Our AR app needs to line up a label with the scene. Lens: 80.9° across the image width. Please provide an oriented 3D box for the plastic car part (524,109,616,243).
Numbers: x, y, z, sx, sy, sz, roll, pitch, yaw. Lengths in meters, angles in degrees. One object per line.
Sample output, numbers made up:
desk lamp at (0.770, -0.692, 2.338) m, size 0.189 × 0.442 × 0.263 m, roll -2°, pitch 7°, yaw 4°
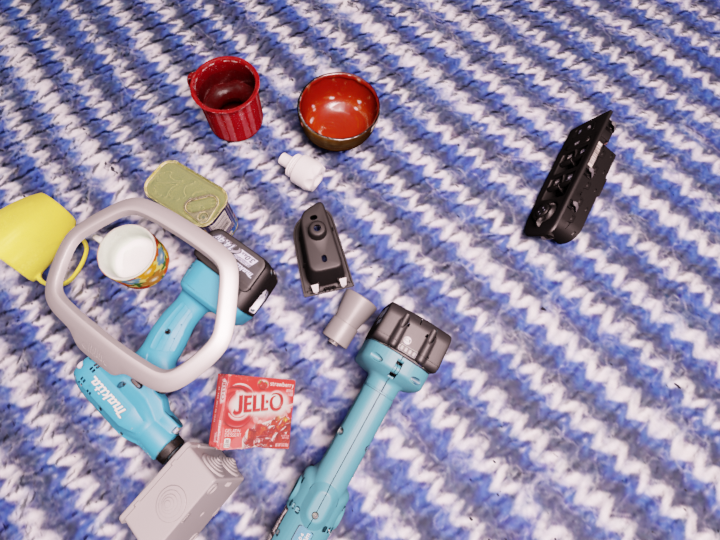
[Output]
plastic car part at (0.283, -0.113, 0.561) m, size 0.065 × 0.068 × 0.202 m, roll 41°, pitch 73°, yaw -16°

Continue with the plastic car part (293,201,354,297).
plastic car part at (-0.052, -0.034, 0.531) m, size 0.065 × 0.070 × 0.119 m, roll -13°, pitch 75°, yaw -7°

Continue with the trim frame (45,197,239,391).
trim frame at (-0.244, 0.021, 0.470) m, size 0.255 × 0.027 × 0.184 m, roll 29°, pitch 79°, yaw 14°

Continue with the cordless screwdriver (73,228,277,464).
cordless screwdriver at (-0.192, 0.084, 0.493) m, size 0.163 × 0.073 × 0.248 m, roll 39°, pitch 80°, yaw 12°

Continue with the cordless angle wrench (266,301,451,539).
cordless angle wrench at (-0.043, 0.233, 0.431) m, size 0.075 × 0.097 × 0.423 m, roll 30°, pitch 77°, yaw 4°
